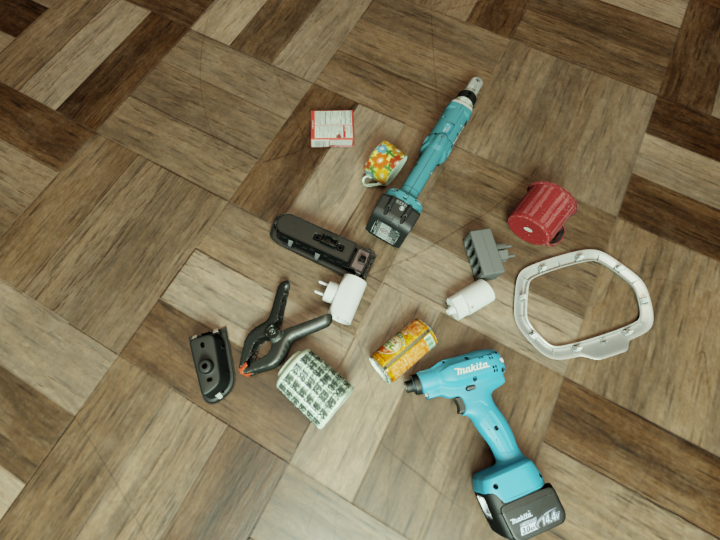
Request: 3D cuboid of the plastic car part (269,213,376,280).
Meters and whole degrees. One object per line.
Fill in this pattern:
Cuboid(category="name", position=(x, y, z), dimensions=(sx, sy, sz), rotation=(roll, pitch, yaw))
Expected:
Cuboid(category="plastic car part", position=(-0.074, -0.049, 0.760), dimensions=(0.208, 0.065, 0.066), rotation=(23, 78, 11))

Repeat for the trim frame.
Cuboid(category="trim frame", position=(0.386, 0.058, 0.733), dimensions=(0.246, 0.027, 0.189), rotation=(-15, 71, -7))

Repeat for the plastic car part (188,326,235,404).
Cuboid(category="plastic car part", position=(-0.242, 0.149, 0.677), dimensions=(0.065, 0.069, 0.120), rotation=(-17, 68, -7))

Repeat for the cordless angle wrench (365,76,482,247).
Cuboid(category="cordless angle wrench", position=(0.146, -0.235, 0.816), dimensions=(0.075, 0.097, 0.423), rotation=(30, 68, 4))

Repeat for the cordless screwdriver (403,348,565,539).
Cuboid(category="cordless screwdriver", position=(0.176, 0.255, 0.634), dimensions=(0.158, 0.072, 0.257), rotation=(-15, 66, -6))
